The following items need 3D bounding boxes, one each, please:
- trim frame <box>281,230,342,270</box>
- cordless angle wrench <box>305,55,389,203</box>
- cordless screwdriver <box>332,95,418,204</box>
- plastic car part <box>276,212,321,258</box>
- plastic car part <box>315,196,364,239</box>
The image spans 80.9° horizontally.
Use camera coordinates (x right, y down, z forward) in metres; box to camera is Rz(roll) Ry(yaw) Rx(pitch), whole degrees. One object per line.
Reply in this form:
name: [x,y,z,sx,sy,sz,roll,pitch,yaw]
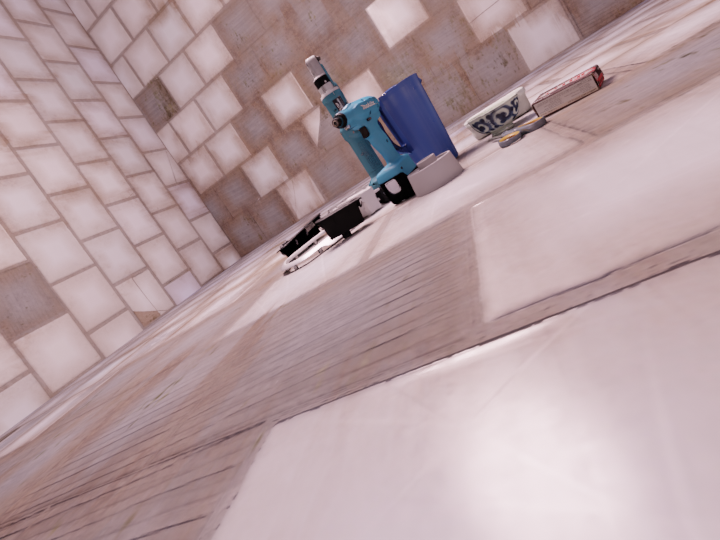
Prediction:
trim frame: [-0.105,-0.068,1.071,0.244,0.027,0.190,-41,14,-32]
cordless angle wrench: [-0.021,-0.372,1.111,0.097,0.418,0.076,-34,6,-11]
cordless screwdriver: [0.040,-0.266,0.947,0.076,0.246,0.156,-27,10,45]
plastic car part: [-0.175,-0.093,1.255,0.068,0.066,0.200,-25,14,43]
plastic car part: [-0.039,-0.111,0.964,0.116,0.070,0.067,-35,9,-8]
